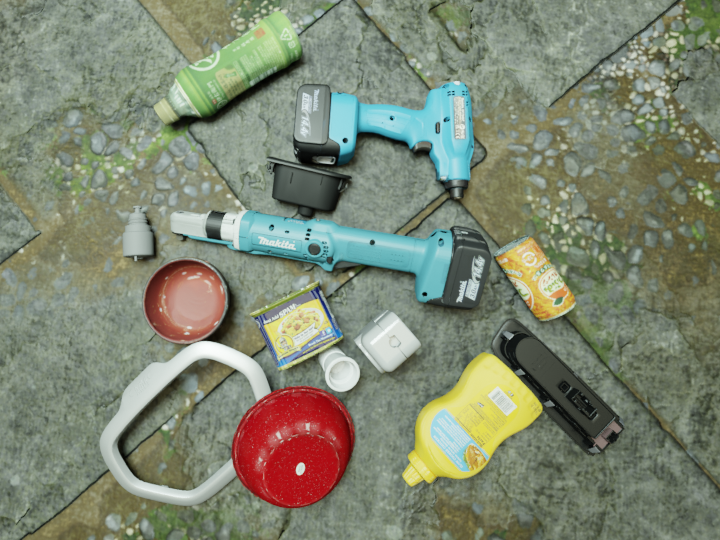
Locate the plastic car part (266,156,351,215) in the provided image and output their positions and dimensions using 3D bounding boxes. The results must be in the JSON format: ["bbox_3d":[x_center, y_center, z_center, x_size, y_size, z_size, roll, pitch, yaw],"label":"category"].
[{"bbox_3d":[-0.077,-0.113,0.588,0.116,0.067,0.070,17,103,-2],"label":"plastic car part"}]

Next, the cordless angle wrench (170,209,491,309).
[{"bbox_3d":[-0.055,-0.036,0.566,0.428,0.075,0.096,10,114,7],"label":"cordless angle wrench"}]

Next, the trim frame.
[{"bbox_3d":[-0.222,0.201,0.548,0.249,0.028,0.181,-45,98,7],"label":"trim frame"}]

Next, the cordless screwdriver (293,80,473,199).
[{"bbox_3d":[0.032,-0.177,0.583,0.248,0.074,0.160,-1,84,-3],"label":"cordless screwdriver"}]

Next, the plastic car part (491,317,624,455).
[{"bbox_3d":[0.256,0.152,0.548,0.066,0.066,0.206,-44,82,3],"label":"plastic car part"}]
